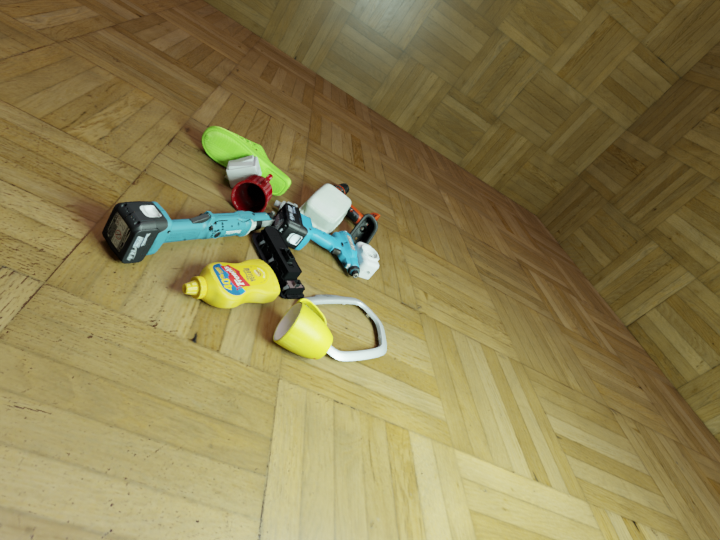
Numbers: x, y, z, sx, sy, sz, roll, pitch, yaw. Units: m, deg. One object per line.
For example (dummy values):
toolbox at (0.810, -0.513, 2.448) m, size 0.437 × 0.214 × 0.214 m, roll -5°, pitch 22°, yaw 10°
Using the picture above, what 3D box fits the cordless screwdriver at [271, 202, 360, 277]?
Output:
cordless screwdriver at (-0.107, -0.070, 1.092) m, size 0.236 × 0.075 × 0.167 m, roll 21°, pitch 32°, yaw -34°

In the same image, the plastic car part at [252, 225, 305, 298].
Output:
plastic car part at (-0.186, -0.029, 0.960) m, size 0.063 × 0.067 × 0.213 m, roll -4°, pitch 46°, yaw -42°

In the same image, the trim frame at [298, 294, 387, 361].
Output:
trim frame at (-0.036, 0.120, 0.937) m, size 0.236 × 0.027 × 0.193 m, roll 2°, pitch 45°, yaw -44°

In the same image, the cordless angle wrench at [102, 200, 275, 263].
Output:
cordless angle wrench at (-0.318, -0.095, 0.892) m, size 0.076 × 0.098 × 0.409 m, roll 46°, pitch 26°, yaw 13°

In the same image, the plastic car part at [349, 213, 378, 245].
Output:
plastic car part at (0.004, -0.113, 1.246) m, size 0.065 × 0.116 × 0.072 m, roll 34°, pitch 6°, yaw -9°
